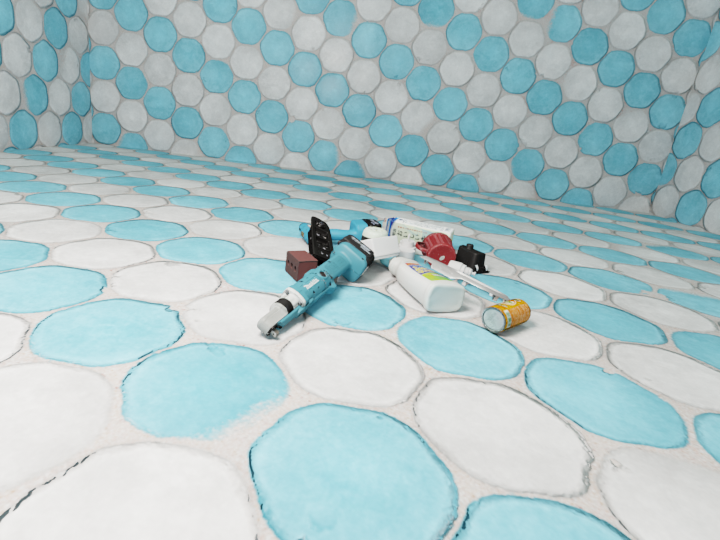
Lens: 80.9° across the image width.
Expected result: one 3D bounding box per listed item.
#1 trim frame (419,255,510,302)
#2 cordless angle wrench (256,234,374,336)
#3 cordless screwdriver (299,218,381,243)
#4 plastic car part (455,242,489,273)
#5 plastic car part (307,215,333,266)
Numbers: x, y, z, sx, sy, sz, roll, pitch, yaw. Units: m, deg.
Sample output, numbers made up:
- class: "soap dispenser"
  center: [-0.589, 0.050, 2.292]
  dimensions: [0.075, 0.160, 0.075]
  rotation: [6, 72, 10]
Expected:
- class: "trim frame"
  center: [0.250, 0.021, 1.021]
  dimensions: [0.174, 0.027, 0.263]
  rotation: [20, 10, -42]
- class: "cordless angle wrench"
  center: [-0.090, 0.027, 0.896]
  dimensions: [0.100, 0.074, 0.415]
  rotation: [38, 30, 7]
- class: "cordless screwdriver"
  center: [-0.068, -0.123, 1.339]
  dimensions: [0.242, 0.073, 0.167]
  rotation: [-4, 22, -20]
- class: "plastic car part"
  center: [0.321, -0.042, 1.243]
  dimensions: [0.063, 0.070, 0.123]
  rotation: [-1, 23, -29]
- class: "plastic car part"
  center: [-0.112, -0.074, 1.150]
  dimensions: [0.064, 0.067, 0.210]
  rotation: [16, 37, -19]
